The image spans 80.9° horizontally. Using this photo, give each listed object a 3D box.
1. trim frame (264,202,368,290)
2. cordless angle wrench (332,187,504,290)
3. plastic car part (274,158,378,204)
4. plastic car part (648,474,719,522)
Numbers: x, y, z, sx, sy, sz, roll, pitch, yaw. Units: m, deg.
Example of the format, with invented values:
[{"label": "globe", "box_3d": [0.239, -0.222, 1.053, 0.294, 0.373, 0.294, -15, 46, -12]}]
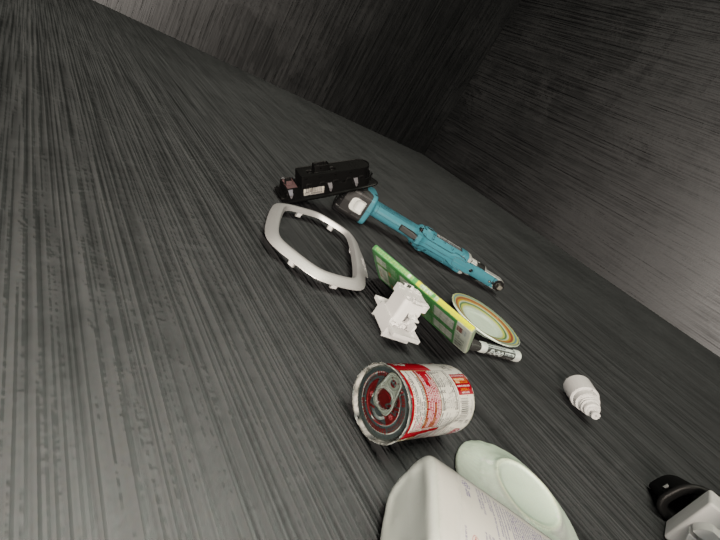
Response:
[{"label": "trim frame", "box_3d": [-0.066, -0.043, 0.673, 0.180, 0.027, 0.256, 23, 21, -15]}, {"label": "cordless angle wrench", "box_3d": [0.138, -0.070, 0.933, 0.418, 0.074, 0.099, 30, 22, -6]}, {"label": "plastic car part", "box_3d": [-0.063, -0.181, 0.821, 0.197, 0.065, 0.070, -10, 34, -21]}, {"label": "plastic car part", "box_3d": [0.415, 0.291, 0.514, 0.120, 0.066, 0.069, 33, 6, 14]}]
